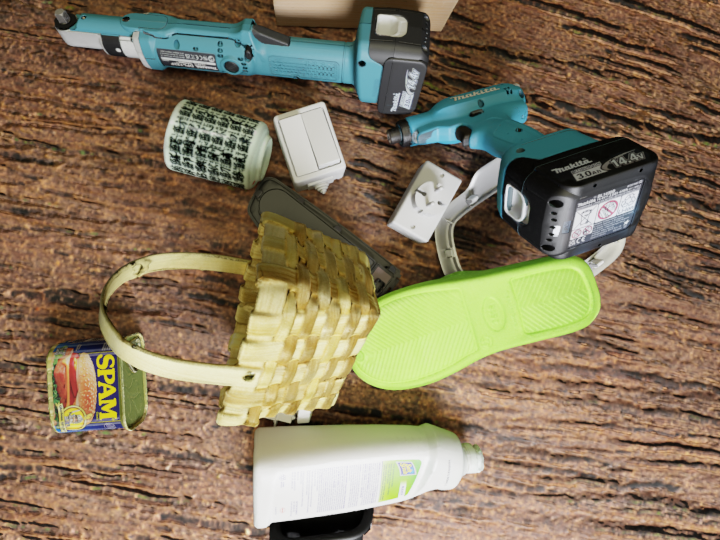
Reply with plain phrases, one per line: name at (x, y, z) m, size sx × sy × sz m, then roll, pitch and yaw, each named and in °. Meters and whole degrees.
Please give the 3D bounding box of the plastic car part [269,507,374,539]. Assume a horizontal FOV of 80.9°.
plastic car part at (-0.043, 0.301, 0.471) m, size 0.115 × 0.067 × 0.070 m, roll 1°, pitch 104°, yaw -6°

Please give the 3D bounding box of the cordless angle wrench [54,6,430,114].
cordless angle wrench at (-0.141, -0.254, 0.484) m, size 0.426 × 0.096 × 0.075 m, roll 7°, pitch 69°, yaw 3°

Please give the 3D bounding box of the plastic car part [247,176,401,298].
plastic car part at (-0.048, -0.031, 0.486) m, size 0.204 × 0.066 × 0.066 m, roll 38°, pitch 93°, yaw 3°

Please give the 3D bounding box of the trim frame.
trim frame at (0.209, -0.055, 0.509) m, size 0.248 × 0.027 × 0.185 m, roll -32°, pitch 87°, yaw -1°

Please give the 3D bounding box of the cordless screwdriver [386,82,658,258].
cordless screwdriver at (0.134, -0.114, 0.420) m, size 0.159 × 0.260 × 0.071 m, roll -16°, pitch 131°, yaw -3°
